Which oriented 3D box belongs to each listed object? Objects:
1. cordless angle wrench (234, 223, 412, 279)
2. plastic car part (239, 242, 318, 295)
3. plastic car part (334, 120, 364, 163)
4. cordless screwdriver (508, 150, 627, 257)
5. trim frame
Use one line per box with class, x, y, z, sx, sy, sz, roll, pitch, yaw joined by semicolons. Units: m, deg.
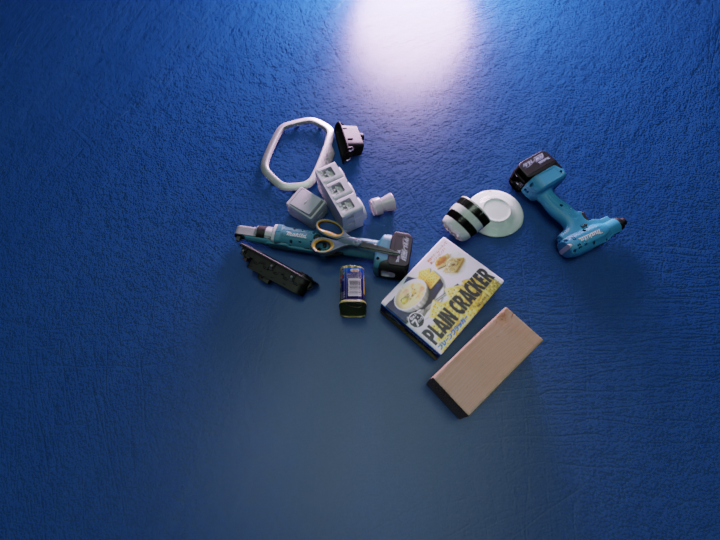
cordless angle wrench;-0.097;-0.063;0.992;0.433;0.072;0.099;10;67;12
plastic car part;-0.195;0.002;0.973;0.209;0.064;0.067;23;79;15
plastic car part;-0.024;-0.349;1.125;0.069;0.065;0.120;-3;61;-15
cordless screwdriver;0.475;-0.162;0.975;0.158;0.072;0.257;-25;69;-7
trim frame;-0.165;-0.316;1.138;0.188;0.026;0.251;12;65;12
